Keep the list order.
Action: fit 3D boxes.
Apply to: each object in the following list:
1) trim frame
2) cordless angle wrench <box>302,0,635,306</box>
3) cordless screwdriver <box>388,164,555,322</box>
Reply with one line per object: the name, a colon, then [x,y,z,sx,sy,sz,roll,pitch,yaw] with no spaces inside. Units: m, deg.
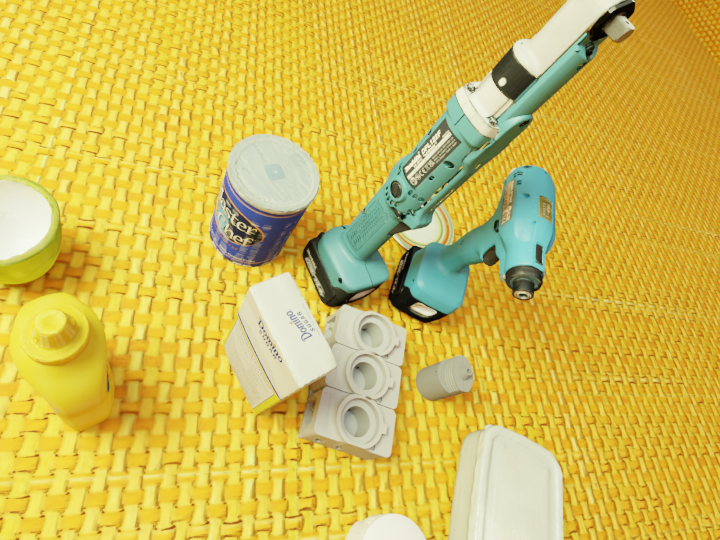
trim frame: [-0.298,-0.048,0.485,0.249,0.028,0.183,39,54,1]
cordless angle wrench: [0.055,-0.080,0.415,0.072,0.427,0.100,-14,73,-33]
cordless screwdriver: [0.125,0.000,0.508,0.073,0.251,0.161,28,56,-13]
